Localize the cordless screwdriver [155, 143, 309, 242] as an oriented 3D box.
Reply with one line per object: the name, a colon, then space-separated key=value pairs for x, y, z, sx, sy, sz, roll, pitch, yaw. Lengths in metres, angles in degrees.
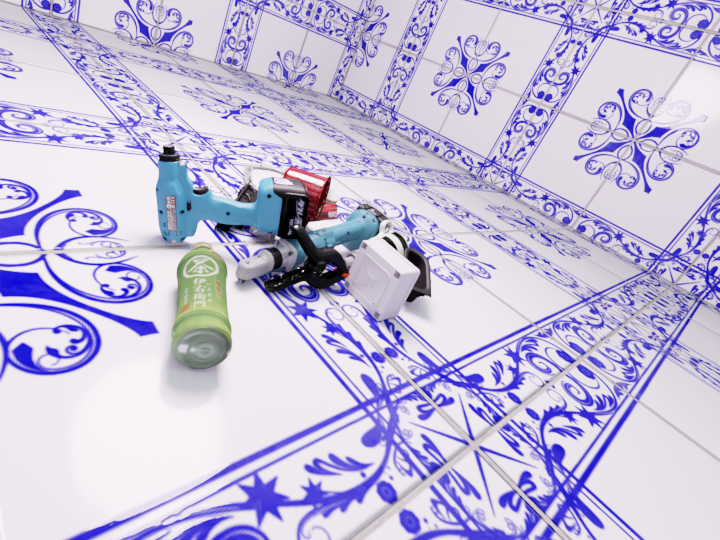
cordless screwdriver: x=-0.213 y=-0.127 z=0.710 sx=0.244 sy=0.156 sz=0.077 roll=0 pitch=26 yaw=-11

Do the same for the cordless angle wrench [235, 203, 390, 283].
cordless angle wrench: x=-0.081 y=-0.053 z=0.832 sx=0.077 sy=0.097 sz=0.409 roll=38 pitch=32 yaw=18

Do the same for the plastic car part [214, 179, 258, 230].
plastic car part: x=-0.244 y=-0.137 z=0.886 sx=0.065 sy=0.066 sz=0.209 roll=27 pitch=23 yaw=-19

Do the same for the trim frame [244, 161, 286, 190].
trim frame: x=-0.226 y=-0.242 z=1.146 sx=0.178 sy=0.027 sz=0.259 roll=14 pitch=25 yaw=-20

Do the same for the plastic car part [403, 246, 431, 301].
plastic car part: x=0.100 y=0.018 z=0.859 sx=0.065 sy=0.070 sz=0.119 roll=21 pitch=41 yaw=-10
